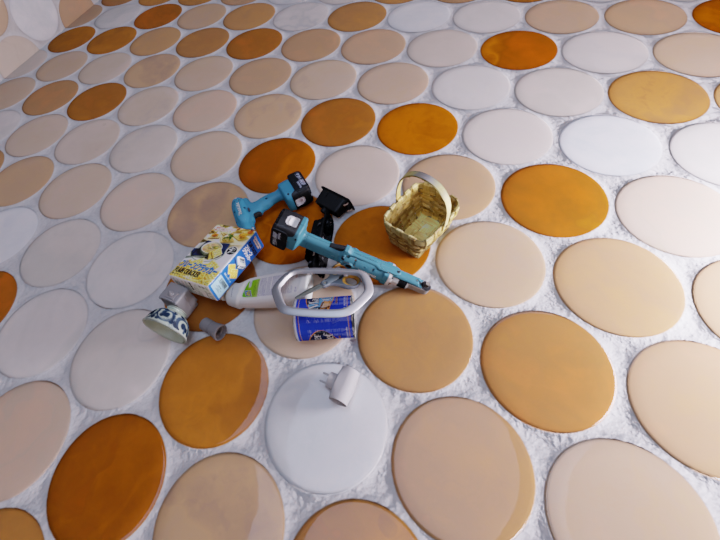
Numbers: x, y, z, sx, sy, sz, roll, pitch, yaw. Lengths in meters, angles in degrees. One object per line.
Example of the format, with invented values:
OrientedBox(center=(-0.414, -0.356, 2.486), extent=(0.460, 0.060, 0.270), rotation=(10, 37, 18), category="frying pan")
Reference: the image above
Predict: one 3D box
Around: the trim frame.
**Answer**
OrientedBox(center=(-0.093, 0.047, 1.008), extent=(0.254, 0.026, 0.187), rotation=(-1, 39, 14), category="trim frame")

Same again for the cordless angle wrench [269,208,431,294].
OrientedBox(center=(-0.024, -0.033, 1.079), extent=(0.426, 0.096, 0.075), rotation=(23, 57, 4), category="cordless angle wrench")

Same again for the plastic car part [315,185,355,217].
OrientedBox(center=(-0.087, -0.198, 1.270), extent=(0.122, 0.063, 0.071), rotation=(29, 78, 29), category="plastic car part")

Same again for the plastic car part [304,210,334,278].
OrientedBox(center=(-0.116, -0.076, 1.190), extent=(0.070, 0.063, 0.206), rotation=(-10, 52, 33), category="plastic car part")

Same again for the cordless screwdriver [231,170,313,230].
OrientedBox(center=(-0.266, -0.195, 1.291), extent=(0.248, 0.071, 0.167), rotation=(-24, 55, -2), category="cordless screwdriver")
